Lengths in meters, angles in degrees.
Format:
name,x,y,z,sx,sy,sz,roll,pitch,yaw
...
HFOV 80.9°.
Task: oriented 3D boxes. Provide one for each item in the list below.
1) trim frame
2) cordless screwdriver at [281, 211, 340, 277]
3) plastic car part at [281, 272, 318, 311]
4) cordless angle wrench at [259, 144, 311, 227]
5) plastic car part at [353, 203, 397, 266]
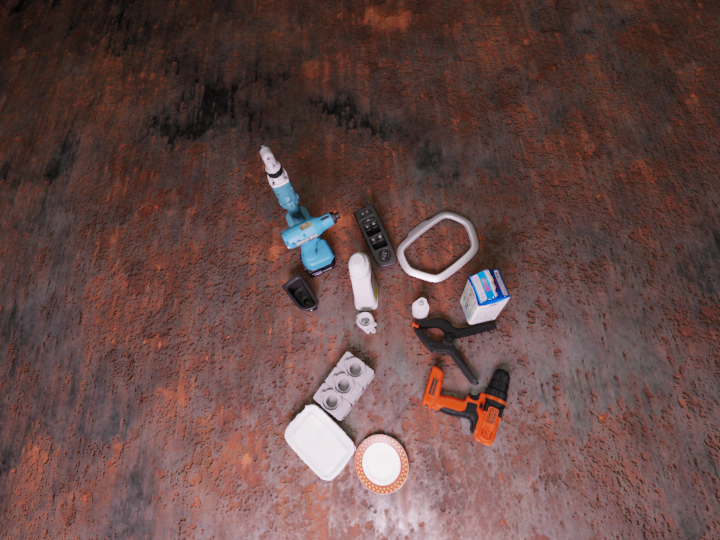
name,x,y,z,sx,sy,sz,roll,pitch,yaw
trim frame,0.225,-0.072,1.233,0.247,0.026,0.192,-40,65,-7
cordless screwdriver,-0.116,-0.076,1.184,0.159,0.240,0.077,-26,68,-3
plastic car part,-0.165,0.078,1.222,0.066,0.068,0.121,-37,66,-7
cordless angle wrench,-0.199,-0.199,1.162,0.074,0.408,0.102,-24,68,-3
plastic car part,0.046,-0.095,1.258,0.066,0.064,0.211,-23,65,-1
